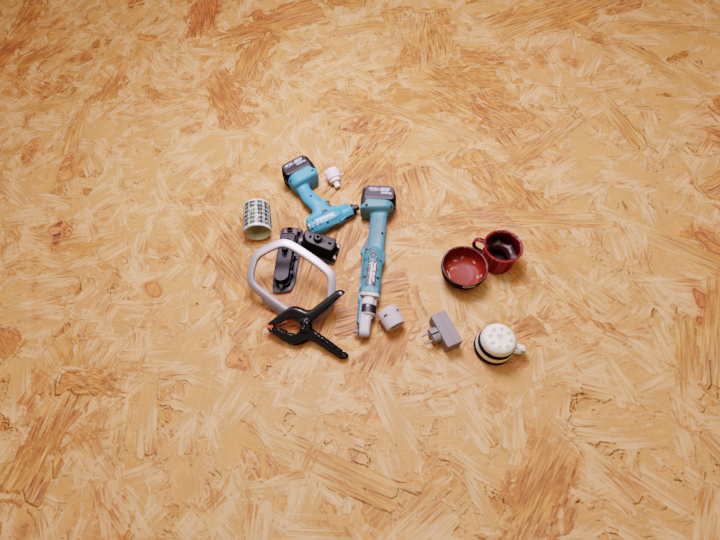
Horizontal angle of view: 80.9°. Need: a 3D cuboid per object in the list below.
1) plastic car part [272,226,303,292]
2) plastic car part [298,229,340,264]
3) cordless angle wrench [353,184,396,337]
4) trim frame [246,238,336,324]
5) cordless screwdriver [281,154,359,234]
[{"bbox_3d":[-0.201,-0.038,1.153,0.066,0.065,0.207,4,64,-1],"label":"plastic car part"},{"bbox_3d":[-0.111,-0.073,1.139,0.116,0.070,0.066,21,64,-2],"label":"plastic car part"},{"bbox_3d":[0.032,-0.031,1.114,0.099,0.072,0.431,3,64,7],"label":"cordless angle wrench"},{"bbox_3d":[-0.175,0.031,1.076,0.250,0.027,0.184,34,96,4],"label":"trim frame"},{"bbox_3d":[-0.123,-0.229,1.242,0.158,0.072,0.259,-26,65,-8],"label":"cordless screwdriver"}]
